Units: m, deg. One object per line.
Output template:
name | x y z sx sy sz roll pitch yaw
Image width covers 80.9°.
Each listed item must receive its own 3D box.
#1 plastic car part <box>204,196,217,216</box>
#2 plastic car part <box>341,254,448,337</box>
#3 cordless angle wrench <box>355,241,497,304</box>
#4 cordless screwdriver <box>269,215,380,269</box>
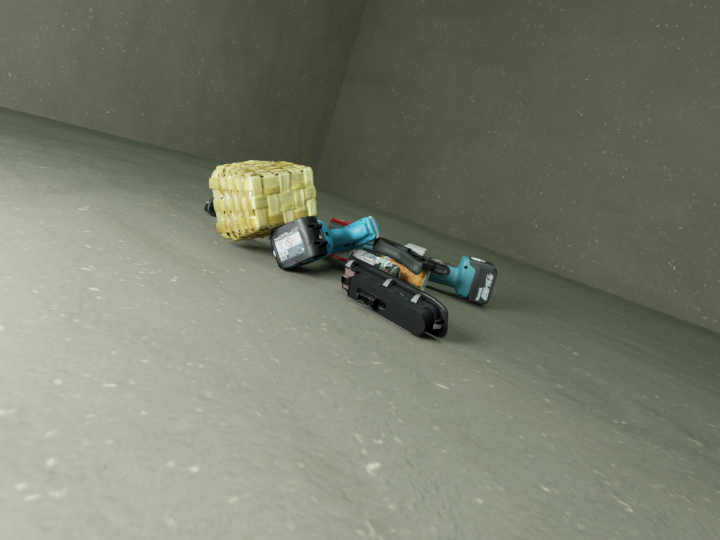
plastic car part | -0.344 -0.162 1.073 0.111 0.066 0.074 4 2 -38
plastic car part | 0.042 0.043 0.665 0.214 0.065 0.064 25 23 33
cordless angle wrench | 0.091 -0.024 0.998 0.433 0.097 0.073 16 10 12
cordless screwdriver | -0.082 -0.054 0.842 0.164 0.075 0.239 -21 -3 33
